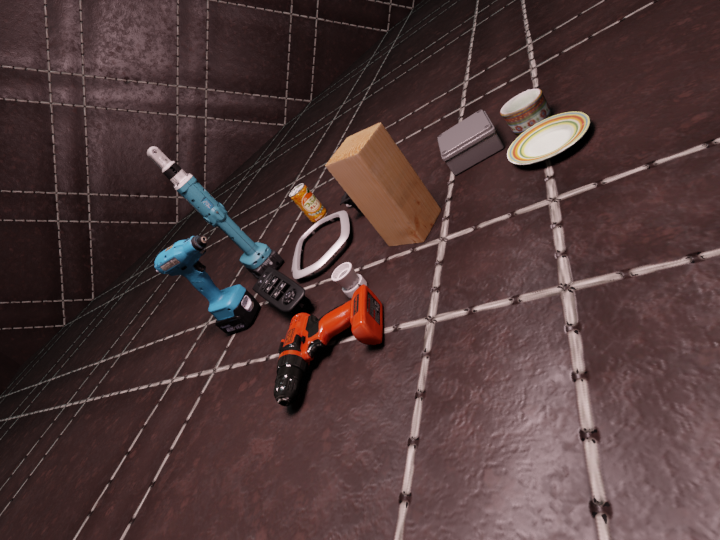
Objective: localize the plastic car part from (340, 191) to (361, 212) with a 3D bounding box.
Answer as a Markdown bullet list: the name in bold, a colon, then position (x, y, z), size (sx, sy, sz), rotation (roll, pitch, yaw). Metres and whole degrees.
- **plastic car part**: position (0.007, -0.184, 1.005), size (0.068, 0.068, 0.118), rotation (-22, 33, 35)

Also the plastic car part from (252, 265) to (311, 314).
- **plastic car part**: position (-0.162, 0.051, 0.890), size (0.066, 0.064, 0.213), rotation (-48, 28, -13)

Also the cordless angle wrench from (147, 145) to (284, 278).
- **cordless angle wrench**: position (-0.362, -0.141, 1.051), size (0.074, 0.406, 0.102), rotation (-49, 25, -19)

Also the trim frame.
- **trim frame**: position (-0.099, -0.065, 1.016), size (0.186, 0.026, 0.256), rotation (-34, 28, 14)

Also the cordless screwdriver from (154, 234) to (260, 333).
- **cordless screwdriver**: position (-0.324, 0.028, 0.941), size (0.164, 0.239, 0.075), rotation (-24, 29, 33)
